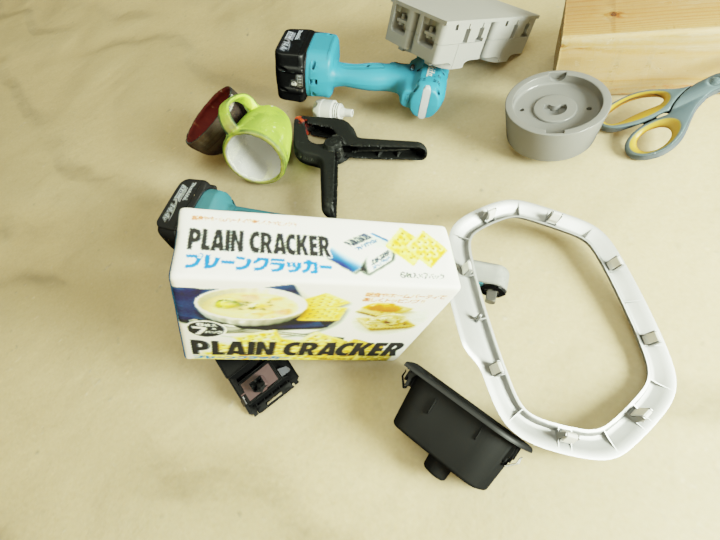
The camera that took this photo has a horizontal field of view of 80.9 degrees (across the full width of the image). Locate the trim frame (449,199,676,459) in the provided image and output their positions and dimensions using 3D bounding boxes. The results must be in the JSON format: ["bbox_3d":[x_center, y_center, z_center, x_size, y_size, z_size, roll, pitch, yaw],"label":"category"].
[{"bbox_3d":[0.175,0.036,0.389,0.184,0.027,0.256,-7,64,-2],"label":"trim frame"}]

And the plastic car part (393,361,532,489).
[{"bbox_3d":[0.077,0.142,0.371,0.122,0.063,0.071,36,90,28],"label":"plastic car part"}]

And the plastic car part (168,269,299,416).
[{"bbox_3d":[-0.156,0.058,0.467,0.066,0.064,0.211,-41,66,4],"label":"plastic car part"}]

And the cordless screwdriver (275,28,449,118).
[{"bbox_3d":[0.005,-0.307,0.633,0.253,0.072,0.161,12,53,9],"label":"cordless screwdriver"}]

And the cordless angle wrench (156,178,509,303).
[{"bbox_3d":[-0.050,-0.033,0.508,0.439,0.071,0.099,12,65,21],"label":"cordless angle wrench"}]
